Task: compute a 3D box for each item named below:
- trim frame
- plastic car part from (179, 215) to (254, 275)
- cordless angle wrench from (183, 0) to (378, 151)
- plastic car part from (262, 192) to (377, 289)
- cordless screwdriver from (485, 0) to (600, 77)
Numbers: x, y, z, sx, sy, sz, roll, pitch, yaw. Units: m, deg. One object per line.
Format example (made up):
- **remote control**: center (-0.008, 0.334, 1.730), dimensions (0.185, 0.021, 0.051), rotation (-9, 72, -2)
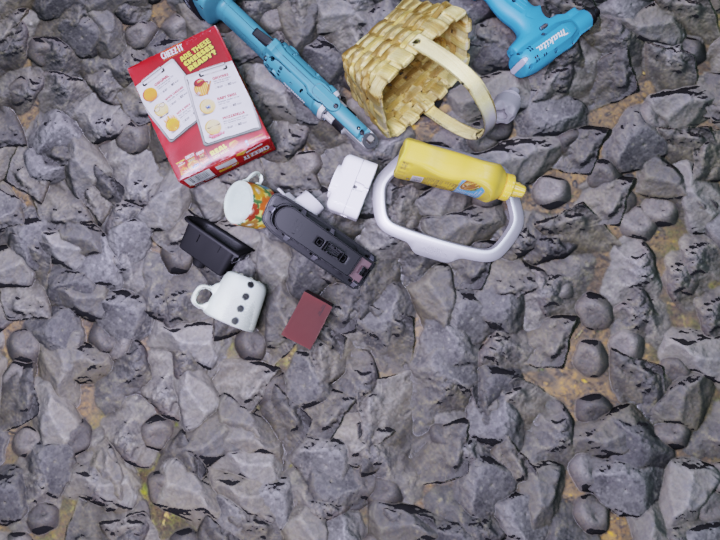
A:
- **trim frame**: center (0.141, -0.108, 0.692), dimensions (0.250, 0.027, 0.184), rotation (16, 85, 3)
- **plastic car part**: center (-0.247, -0.034, 0.696), dimensions (0.118, 0.065, 0.071), rotation (30, 102, 7)
- **cordless angle wrench**: center (-0.129, -0.348, 0.703), dimensions (0.424, 0.098, 0.074), rotation (44, 88, 1)
- **plastic car part**: center (-0.064, -0.042, 0.655), dimensions (0.199, 0.068, 0.066), rotation (35, 97, -11)
- **cordless screwdriver**: center (0.262, -0.457, 0.692), dimensions (0.159, 0.074, 0.249), rotation (-35, 89, -1)
